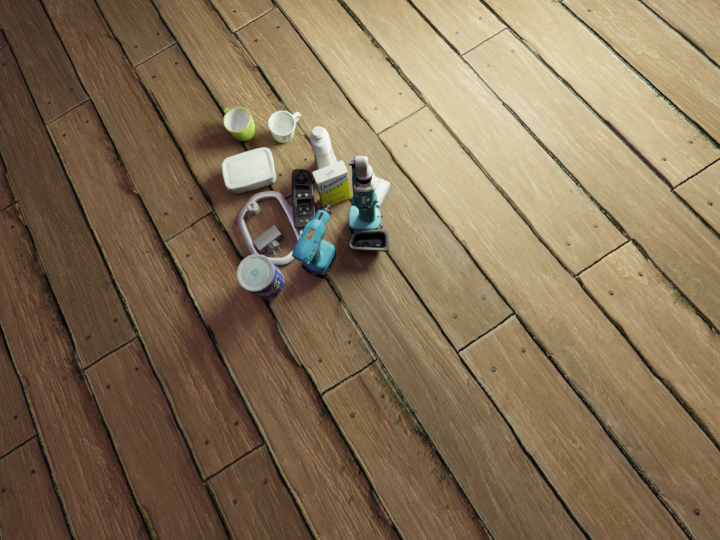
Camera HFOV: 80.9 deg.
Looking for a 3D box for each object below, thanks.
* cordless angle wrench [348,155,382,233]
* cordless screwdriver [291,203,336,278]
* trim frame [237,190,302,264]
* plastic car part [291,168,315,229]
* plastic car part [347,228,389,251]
[{"bbox_3d":[0.010,-0.183,1.075,0.099,0.413,0.075,1,77,3],"label":"cordless angle wrench"},{"bbox_3d":[-0.112,-0.073,1.148,0.076,0.243,0.159,25,79,8],"label":"cordless screwdriver"},{"bbox_3d":[-0.273,-0.130,1.298,0.184,0.027,0.256,-28,73,-1],"label":"trim frame"},{"bbox_3d":[-0.172,-0.215,1.288,0.067,0.065,0.207,-8,74,3],"label":"plastic car part"},{"bbox_3d":[0.023,-0.079,1.223,0.118,0.069,0.067,-1,76,6],"label":"plastic car part"}]
